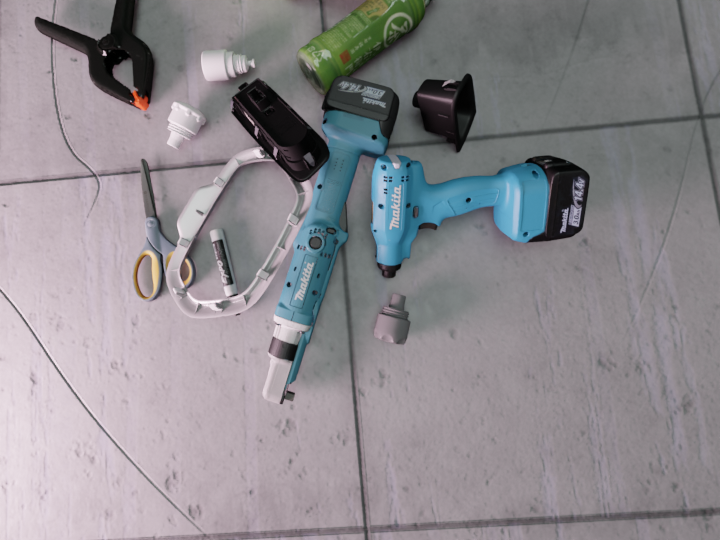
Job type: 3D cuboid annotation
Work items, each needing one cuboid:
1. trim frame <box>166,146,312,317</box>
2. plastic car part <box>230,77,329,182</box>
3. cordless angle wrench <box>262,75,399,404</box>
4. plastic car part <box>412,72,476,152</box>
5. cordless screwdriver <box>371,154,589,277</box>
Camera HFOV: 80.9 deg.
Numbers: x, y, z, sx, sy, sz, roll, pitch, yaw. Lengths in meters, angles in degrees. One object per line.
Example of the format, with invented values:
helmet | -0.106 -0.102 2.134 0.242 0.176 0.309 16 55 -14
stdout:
trim frame | -0.162 -0.055 0.542 0.194 0.026 0.249 23 83 32
plastic car part | -0.108 -0.192 0.538 0.066 0.064 0.213 -34 60 -9
cordless angle wrench | -0.054 -0.035 0.553 0.099 0.074 0.423 17 87 3
plastic car part | 0.105 -0.213 0.548 0.074 0.111 0.066 20 85 25
cordless screwdriver | 0.138 -0.066 0.533 0.249 0.076 0.155 -1 115 0
